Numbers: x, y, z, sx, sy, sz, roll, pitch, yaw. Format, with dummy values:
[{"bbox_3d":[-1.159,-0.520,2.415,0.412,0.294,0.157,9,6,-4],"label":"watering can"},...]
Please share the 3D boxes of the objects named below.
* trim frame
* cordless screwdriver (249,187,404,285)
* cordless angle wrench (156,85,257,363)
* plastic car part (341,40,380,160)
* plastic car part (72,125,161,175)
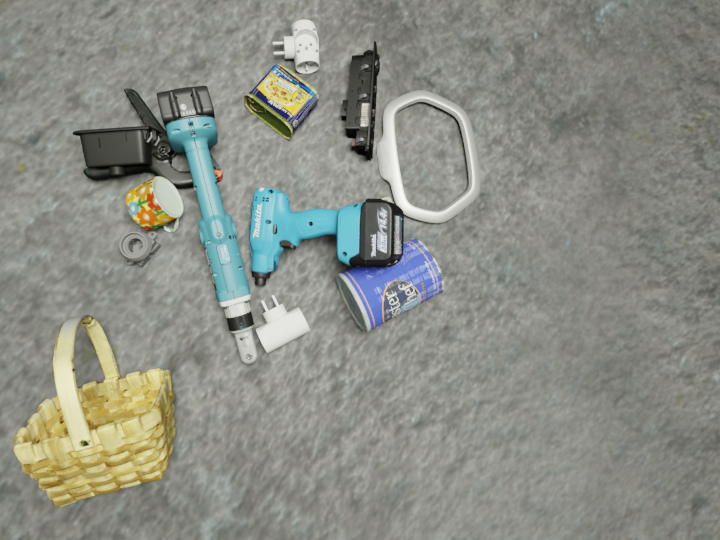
[{"bbox_3d":[0.123,-0.207,0.763,0.182,0.028,0.250,-7,85,-9],"label":"trim frame"},{"bbox_3d":[-0.064,-0.042,0.651,0.259,0.072,0.159,8,93,23],"label":"cordless screwdriver"},{"bbox_3d":[-0.220,-0.059,0.651,0.073,0.100,0.420,-14,94,-17],"label":"cordless angle wrench"},{"bbox_3d":[0.003,-0.300,0.747,0.069,0.064,0.204,6,83,17],"label":"plastic car part"},{"bbox_3d":[-0.370,-0.181,0.649,0.116,0.067,0.070,-8,97,-5],"label":"plastic car part"}]
